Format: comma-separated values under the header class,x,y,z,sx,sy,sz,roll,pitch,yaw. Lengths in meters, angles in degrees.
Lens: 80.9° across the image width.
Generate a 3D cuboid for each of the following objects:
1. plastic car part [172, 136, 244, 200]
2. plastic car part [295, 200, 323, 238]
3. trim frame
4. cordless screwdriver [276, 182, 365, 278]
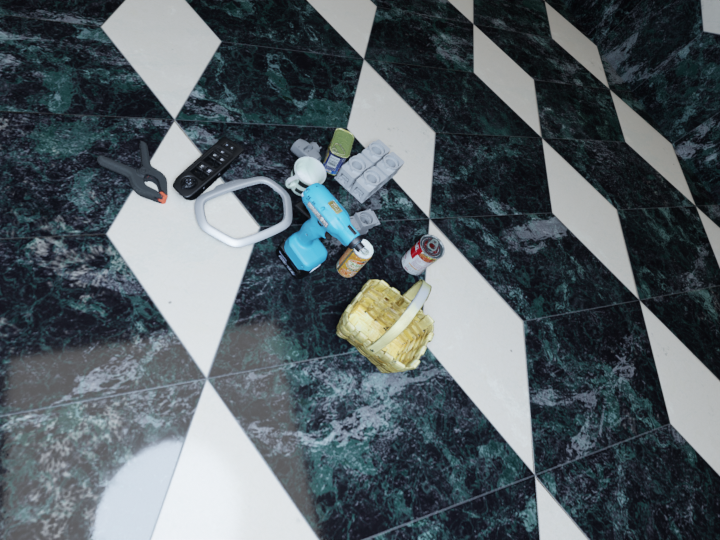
class,x,y,z,sx,sy,sz,roll,pitch,yaw
plastic car part,-0.366,-0.237,1.010,0.066,0.067,0.202,35,55,-2
plastic car part,-0.106,-0.118,1.037,0.118,0.071,0.065,46,55,8
trim frame,-0.275,-0.148,1.017,0.242,0.027,0.189,-29,74,-32
cordless screwdriver,-0.088,-0.058,0.900,0.073,0.250,0.162,-33,80,-34
